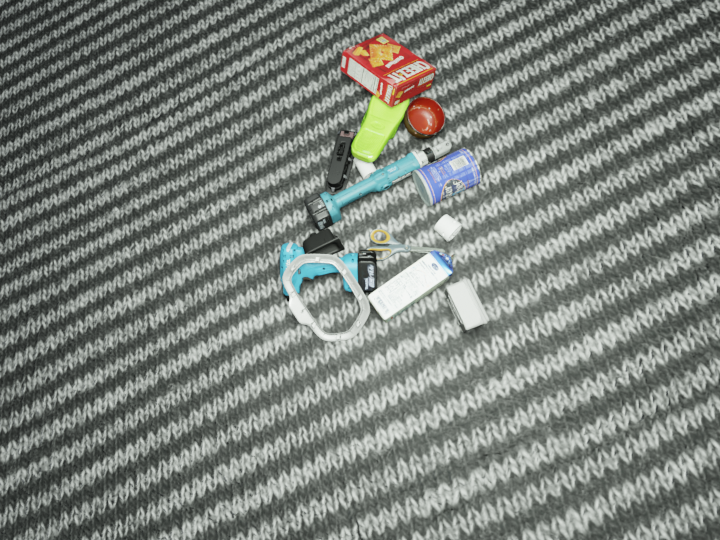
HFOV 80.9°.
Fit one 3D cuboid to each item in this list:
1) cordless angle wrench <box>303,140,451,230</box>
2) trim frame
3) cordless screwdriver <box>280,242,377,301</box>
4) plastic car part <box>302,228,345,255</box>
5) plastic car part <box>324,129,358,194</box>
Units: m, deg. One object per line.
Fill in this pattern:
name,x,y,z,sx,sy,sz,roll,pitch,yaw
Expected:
cordless angle wrench,0.055,-0.241,1.129,0.422,0.095,0.076,-28,76,-1
trim frame,-0.087,0.069,1.044,0.187,0.027,0.244,-28,101,19
cordless screwdriver,-0.083,0.016,1.079,0.252,0.075,0.156,5,113,6
plastic car part,-0.111,-0.072,1.132,0.117,0.063,0.074,-21,59,7
plastic car part,-0.054,-0.309,1.183,0.067,0.066,0.204,12,80,4
